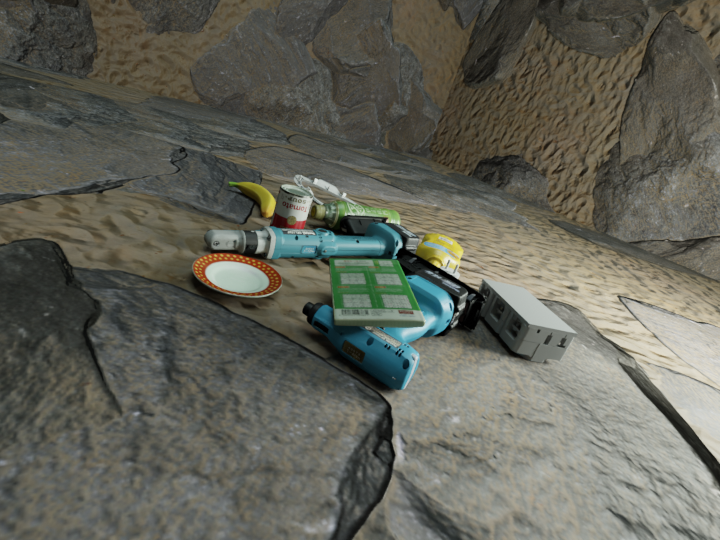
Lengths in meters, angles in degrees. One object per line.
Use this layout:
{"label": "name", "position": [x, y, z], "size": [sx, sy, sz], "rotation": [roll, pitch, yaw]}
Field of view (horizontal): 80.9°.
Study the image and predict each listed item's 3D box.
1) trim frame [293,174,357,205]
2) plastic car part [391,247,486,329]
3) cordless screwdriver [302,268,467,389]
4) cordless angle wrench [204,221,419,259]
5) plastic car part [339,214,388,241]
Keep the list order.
{"label": "trim frame", "position": [-0.067, -0.186, 1.106], "size": [0.237, 0.027, 0.193], "rotation": [20, 24, -27]}
{"label": "plastic car part", "position": [0.115, 0.028, 0.745], "size": [0.065, 0.065, 0.215], "rotation": [-13, 34, -29]}
{"label": "cordless screwdriver", "position": [0.043, 0.060, 0.600], "size": [0.167, 0.073, 0.241], "rotation": [27, 27, 25]}
{"label": "cordless angle wrench", "position": [-0.077, -0.050, 0.786], "size": [0.405, 0.073, 0.103], "rotation": [-1, 27, -33]}
{"label": "plastic car part", "position": [0.014, -0.081, 0.948], "size": [0.112, 0.065, 0.074], "rotation": [1, 41, -30]}
